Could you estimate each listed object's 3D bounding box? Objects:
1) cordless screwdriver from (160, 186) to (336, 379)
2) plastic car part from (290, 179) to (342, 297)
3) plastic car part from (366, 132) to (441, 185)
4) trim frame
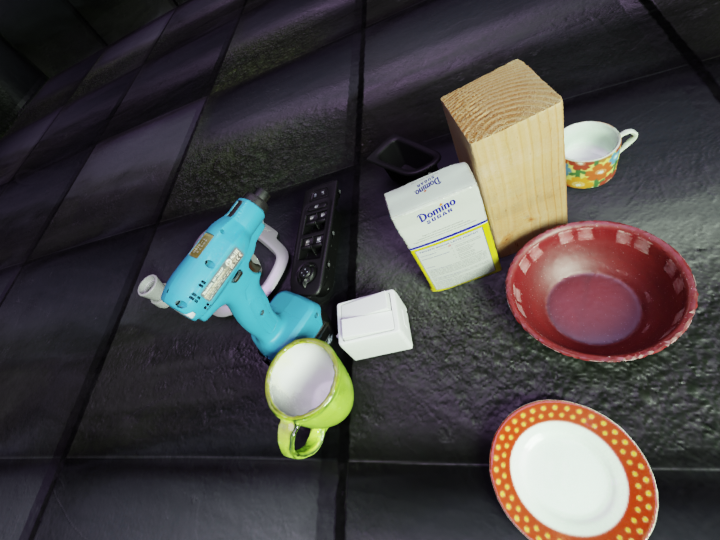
[{"bbox_3d":[-0.110,0.027,0.521,0.078,0.235,0.159,17,67,36],"label":"cordless screwdriver"},{"bbox_3d":[-0.065,-0.042,0.661,0.068,0.063,0.207,-8,54,24],"label":"plastic car part"},{"bbox_3d":[0.078,-0.157,0.660,0.066,0.067,0.123,-44,48,-7],"label":"plastic car part"},{"bbox_3d":[-0.229,-0.017,0.761,0.263,0.026,0.183,31,76,41],"label":"trim frame"}]
